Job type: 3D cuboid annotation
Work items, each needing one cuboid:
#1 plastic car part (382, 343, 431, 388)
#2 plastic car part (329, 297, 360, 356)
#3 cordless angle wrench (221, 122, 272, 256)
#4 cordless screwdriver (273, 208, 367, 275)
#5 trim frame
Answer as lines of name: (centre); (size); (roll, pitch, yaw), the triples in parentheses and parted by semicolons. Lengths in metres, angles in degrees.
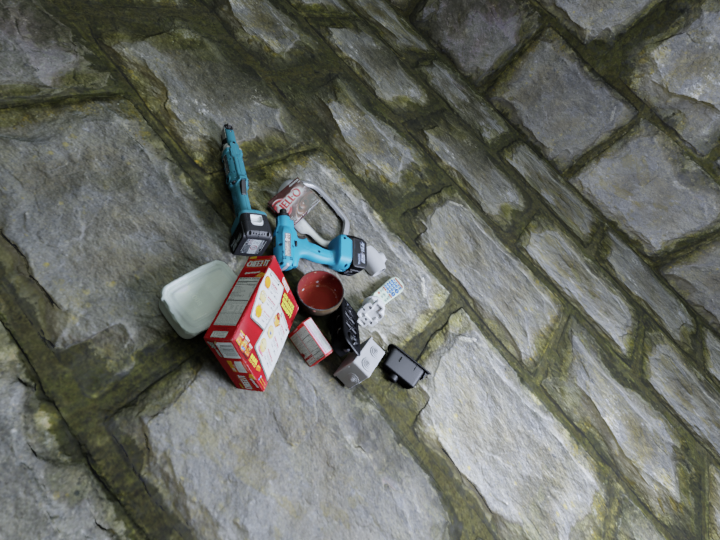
plastic car part: (0.097, 0.241, 1.017); (0.116, 0.066, 0.071); (37, 58, -1)
plastic car part: (-0.040, 0.131, 0.964); (0.064, 0.067, 0.208); (59, 3, -21)
cordless angle wrench: (-0.314, -0.228, 1.085); (0.071, 0.098, 0.441); (4, 51, -35)
cordless screwdriver: (-0.106, -0.070, 1.089); (0.238, 0.076, 0.163); (7, 67, -27)
trim frame: (-0.130, -0.165, 1.200); (0.251, 0.028, 0.180); (48, 43, 4)
